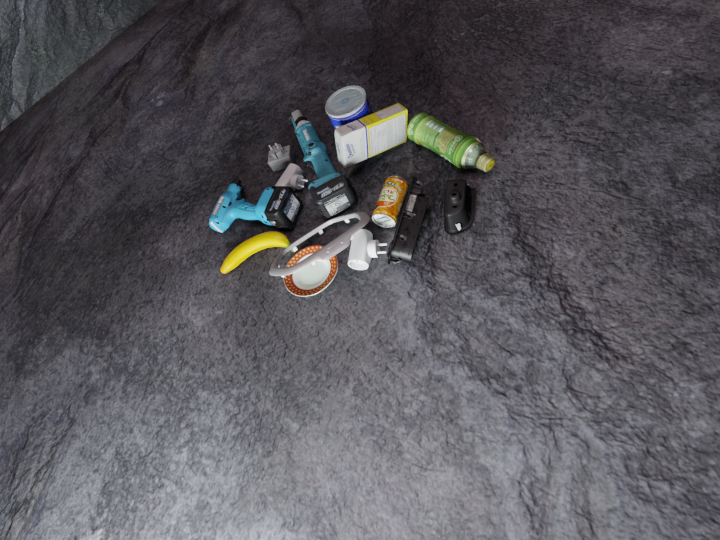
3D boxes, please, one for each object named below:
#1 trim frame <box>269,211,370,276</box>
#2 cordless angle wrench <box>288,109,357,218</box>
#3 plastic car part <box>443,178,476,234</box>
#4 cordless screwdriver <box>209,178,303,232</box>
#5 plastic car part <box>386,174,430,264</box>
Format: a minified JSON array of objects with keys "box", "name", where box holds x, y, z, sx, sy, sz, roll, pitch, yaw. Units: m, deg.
[{"box":[-0.088,-0.058,0.904,0.245,0.027,0.192,-34,23,-16],"name":"trim frame"},{"box":[-0.120,-0.308,1.106,0.098,0.070,0.443,-28,51,5],"name":"cordless angle wrench"},{"box":[0.195,-0.139,0.854,0.068,0.067,0.118,-3,56,23],"name":"plastic car part"},{"box":[-0.268,-0.177,1.088,0.260,0.070,0.161,2,61,29],"name":"cordless screwdriver"},{"box":[0.103,-0.095,0.879,0.068,0.065,0.204,22,67,5],"name":"plastic car part"}]
